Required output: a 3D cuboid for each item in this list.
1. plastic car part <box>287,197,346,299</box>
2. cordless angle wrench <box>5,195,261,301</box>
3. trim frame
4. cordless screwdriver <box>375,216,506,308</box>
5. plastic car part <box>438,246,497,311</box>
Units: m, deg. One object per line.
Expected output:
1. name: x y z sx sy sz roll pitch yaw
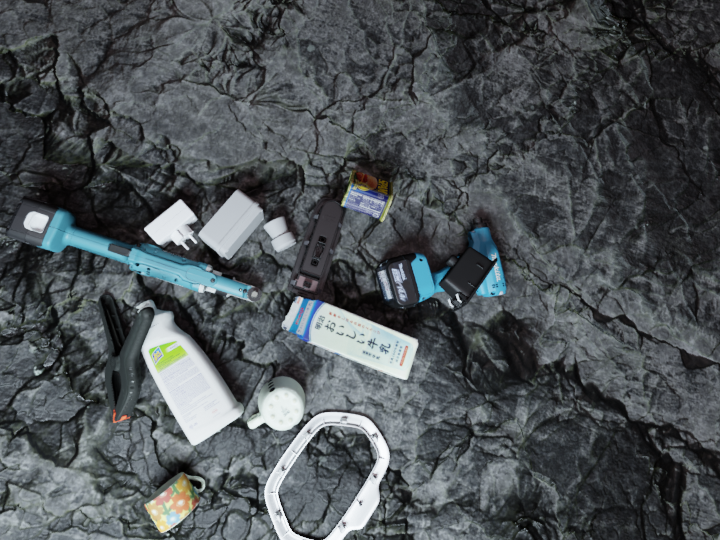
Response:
1. plastic car part: -0.078 -0.051 0.802 0.066 0.066 0.204 17 76 0
2. cordless angle wrench: -0.377 -0.019 0.746 0.416 0.099 0.075 19 79 -9
3. trim frame: -0.055 0.372 0.748 0.184 0.028 0.248 38 76 -1
4. cordless screwdriver: 0.157 -0.014 0.821 0.244 0.075 0.161 -8 82 -14
5. plastic car part: 0.184 0.006 0.763 0.072 0.065 0.116 36 69 5
